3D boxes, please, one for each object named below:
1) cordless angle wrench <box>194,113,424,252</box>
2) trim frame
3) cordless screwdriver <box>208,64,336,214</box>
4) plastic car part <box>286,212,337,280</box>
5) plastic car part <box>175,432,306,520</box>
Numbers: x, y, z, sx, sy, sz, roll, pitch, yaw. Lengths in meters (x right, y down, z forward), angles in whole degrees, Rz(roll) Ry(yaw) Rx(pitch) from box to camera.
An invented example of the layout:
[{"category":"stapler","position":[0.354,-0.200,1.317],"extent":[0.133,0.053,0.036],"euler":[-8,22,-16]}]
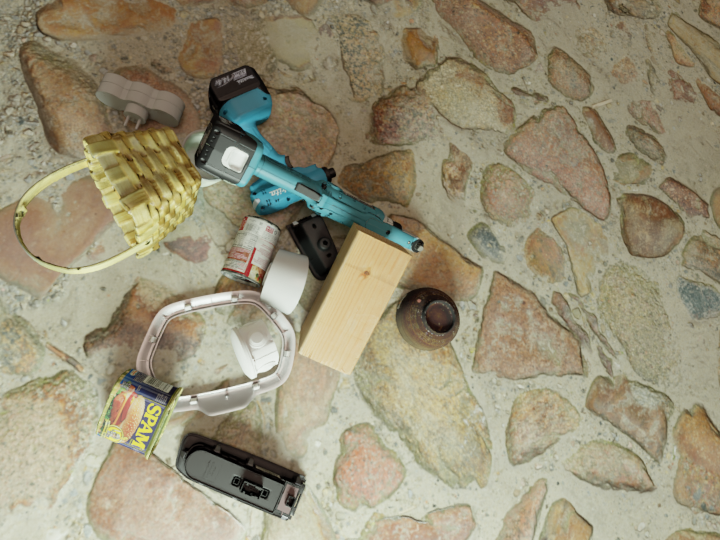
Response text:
[{"category":"cordless angle wrench","position":[-0.057,-0.118,0.695],"extent":[0.404,0.102,0.074],"euler":[23,105,-27]},{"category":"trim frame","position":[-0.224,0.129,0.672],"extent":[0.243,0.028,0.186],"euler":[-9,80,-16]},{"category":"cordless screwdriver","position":[-0.158,-0.234,0.748],"extent":[0.156,0.075,0.250],"euler":[-26,88,-18]},{"category":"plastic car part","position":[-0.071,-0.046,0.723],"extent":[0.065,0.071,0.118],"euler":[-25,82,-17]},{"category":"plastic car part","position":[-0.180,0.309,0.623],"extent":[0.202,0.067,0.066],"euler":[26,81,-3]}]
